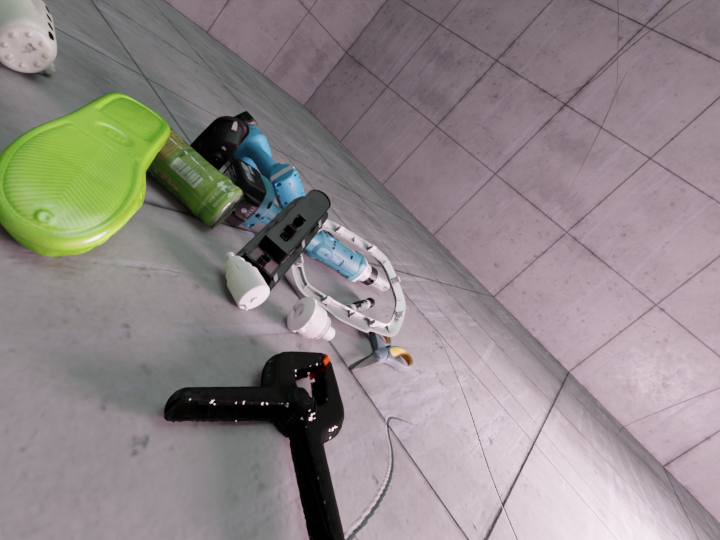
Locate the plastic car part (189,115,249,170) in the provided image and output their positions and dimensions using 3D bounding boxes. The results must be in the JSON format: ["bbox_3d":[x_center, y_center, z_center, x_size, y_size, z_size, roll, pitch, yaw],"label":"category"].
[{"bbox_3d":[-0.241,-0.201,0.711,0.062,0.119,0.073,32,44,-35],"label":"plastic car part"}]

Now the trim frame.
[{"bbox_3d":[-0.012,0.011,0.688,0.237,0.028,0.188,30,47,-28],"label":"trim frame"}]

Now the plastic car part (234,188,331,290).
[{"bbox_3d":[-0.099,-0.061,0.606,0.066,0.067,0.202,35,40,-2],"label":"plastic car part"}]

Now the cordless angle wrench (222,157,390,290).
[{"bbox_3d":[-0.075,-0.049,0.768,0.399,0.075,0.103,32,19,-39],"label":"cordless angle wrench"}]

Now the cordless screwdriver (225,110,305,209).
[{"bbox_3d":[-0.187,-0.197,0.845,0.261,0.074,0.153,49,-15,30],"label":"cordless screwdriver"}]
